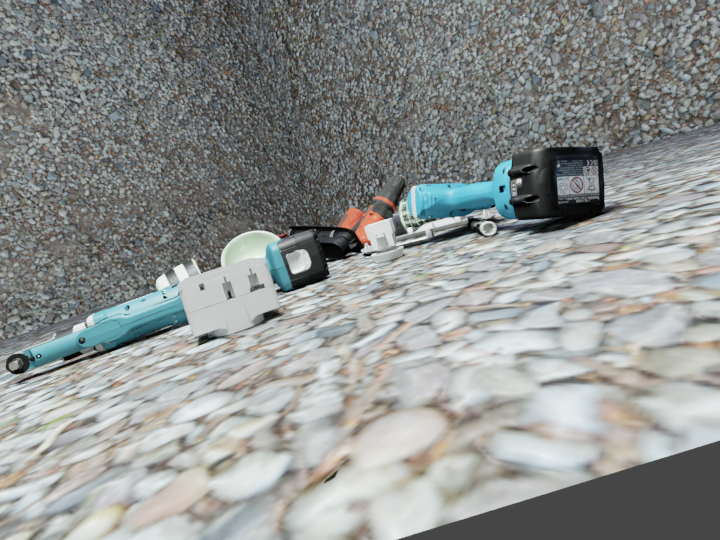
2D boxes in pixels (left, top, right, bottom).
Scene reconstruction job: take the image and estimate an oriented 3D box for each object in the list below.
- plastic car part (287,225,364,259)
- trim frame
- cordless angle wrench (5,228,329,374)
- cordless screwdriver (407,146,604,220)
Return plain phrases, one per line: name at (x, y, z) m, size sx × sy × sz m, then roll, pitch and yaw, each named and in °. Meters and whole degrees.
plastic car part at (-0.086, -0.057, 0.884) m, size 0.213 × 0.064 × 0.066 m, roll 3°, pitch 29°, yaw 40°
trim frame at (0.112, -0.068, 0.756) m, size 0.257 × 0.027 × 0.179 m, roll -14°, pitch 7°, yaw 32°
cordless angle wrench at (-0.251, 0.045, 0.587) m, size 0.415 × 0.074 × 0.100 m, roll -22°, pitch 6°, yaw -17°
cordless screwdriver at (0.193, -0.102, 0.558) m, size 0.154 × 0.074 × 0.258 m, roll -6°, pitch 6°, yaw -24°
